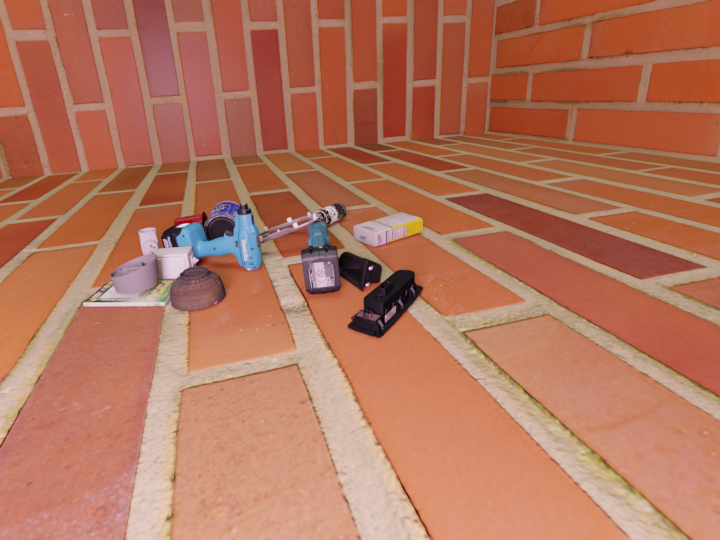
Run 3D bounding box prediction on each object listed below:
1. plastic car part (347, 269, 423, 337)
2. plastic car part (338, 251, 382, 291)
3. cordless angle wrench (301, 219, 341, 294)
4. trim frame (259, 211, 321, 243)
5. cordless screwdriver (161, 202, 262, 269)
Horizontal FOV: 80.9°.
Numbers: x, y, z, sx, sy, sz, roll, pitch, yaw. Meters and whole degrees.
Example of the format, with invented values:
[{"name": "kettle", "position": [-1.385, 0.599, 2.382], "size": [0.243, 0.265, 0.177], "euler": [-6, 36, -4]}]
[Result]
[{"name": "plastic car part", "position": [0.052, 0.049, 0.786], "size": [0.069, 0.066, 0.197], "euler": [4, 20, 33]}, {"name": "plastic car part", "position": [0.005, -0.004, 0.922], "size": [0.068, 0.065, 0.122], "euler": [3, 14, -28]}, {"name": "cordless angle wrench", "position": [-0.101, -0.066, 1.038], "size": [0.074, 0.096, 0.433], "euler": [-7, 20, -4]}, {"name": "trim frame", "position": [-0.225, -0.113, 1.162], "size": [0.248, 0.027, 0.189], "euler": [-20, 18, -3]}, {"name": "cordless screwdriver", "position": [-0.361, -0.085, 1.030], "size": [0.256, 0.155, 0.074], "euler": [3, 21, 18]}]
